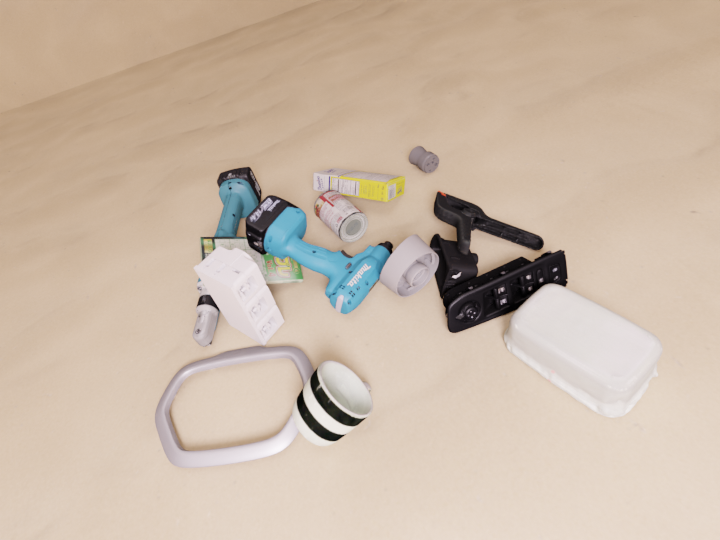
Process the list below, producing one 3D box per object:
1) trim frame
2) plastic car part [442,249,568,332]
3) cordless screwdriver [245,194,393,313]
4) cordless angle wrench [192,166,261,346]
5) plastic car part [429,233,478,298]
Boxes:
[{"bbox_3d":[-0.182,0.188,0.618,0.251,0.026,0.191,-13,45,6],"label":"trim frame"},{"bbox_3d":[0.209,0.025,0.639,0.201,0.063,0.070,-26,35,-10],"label":"plastic car part"},{"bbox_3d":[-0.074,-0.048,0.752,0.257,0.072,0.158,32,59,17],"label":"cordless screwdriver"},{"bbox_3d":[-0.268,-0.045,0.835,0.075,0.093,0.436,-10,47,9],"label":"cordless angle wrench"},{"bbox_3d":[0.160,-0.015,0.702,0.071,0.064,0.120,4,41,-2],"label":"plastic car part"}]
